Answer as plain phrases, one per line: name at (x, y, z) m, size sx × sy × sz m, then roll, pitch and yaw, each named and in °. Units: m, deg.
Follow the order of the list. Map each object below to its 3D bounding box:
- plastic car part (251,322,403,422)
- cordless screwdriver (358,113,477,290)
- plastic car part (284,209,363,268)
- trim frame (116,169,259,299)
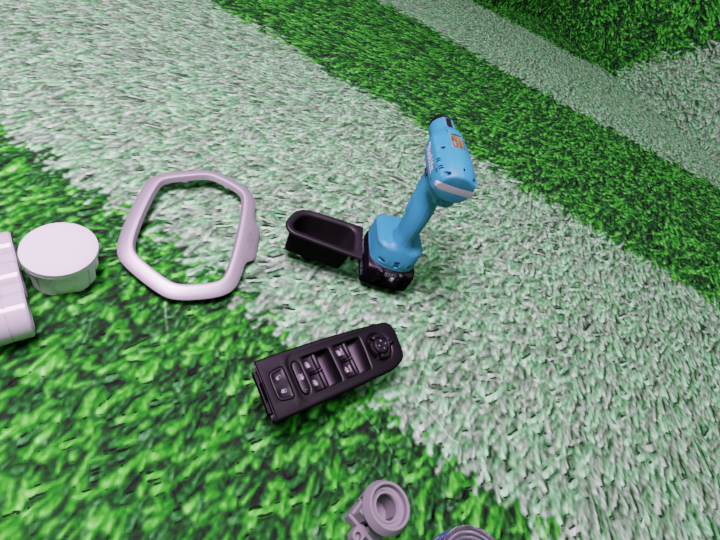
plastic car part at (-0.033, 0.119, 0.505) m, size 0.196 × 0.066 × 0.069 m, roll -15°, pitch 59°, yaw -33°
cordless screwdriver at (0.074, -0.093, 0.611) m, size 0.073 × 0.247 × 0.164 m, roll 15°, pitch 47°, yaw -15°
plastic car part at (-0.062, -0.040, 0.632) m, size 0.115 × 0.070 × 0.067 m, roll 16°, pitch 47°, yaw -10°
trim frame at (-0.237, -0.061, 0.610) m, size 0.180 × 0.027 × 0.256 m, roll 10°, pitch 47°, yaw -14°
